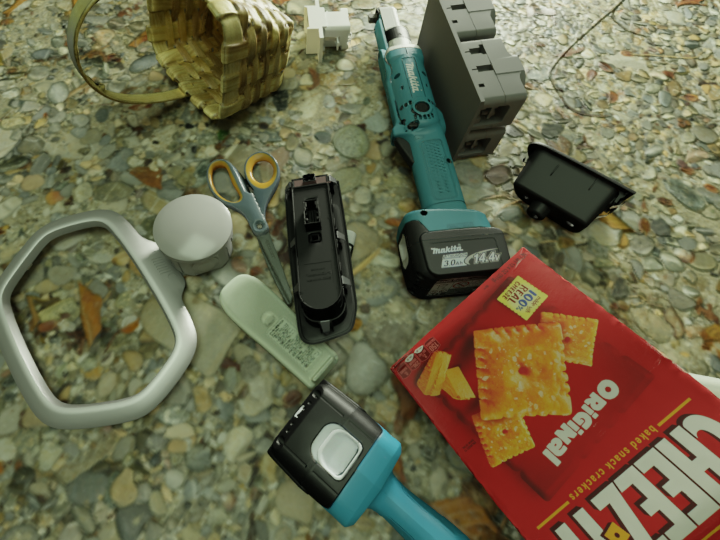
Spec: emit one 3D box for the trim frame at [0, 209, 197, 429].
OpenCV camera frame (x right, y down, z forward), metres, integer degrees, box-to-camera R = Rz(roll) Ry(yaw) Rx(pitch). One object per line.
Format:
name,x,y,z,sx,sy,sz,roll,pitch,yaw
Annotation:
trim frame,-0.278,0.042,0.442,0.182,0.027,0.257,-37,70,-14

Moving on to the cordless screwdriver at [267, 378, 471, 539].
cordless screwdriver,0.047,0.188,0.307,0.257,0.155,0.074,36,70,15

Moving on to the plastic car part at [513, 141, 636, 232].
plastic car part,0.226,-0.086,0.483,0.120,0.064,0.071,34,85,16

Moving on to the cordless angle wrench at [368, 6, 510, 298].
cordless angle wrench,0.068,-0.179,0.515,0.097,0.072,0.435,-7,65,-5

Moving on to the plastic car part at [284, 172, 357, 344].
plastic car part,-0.043,-0.028,0.437,0.066,0.065,0.209,-6,61,-6
